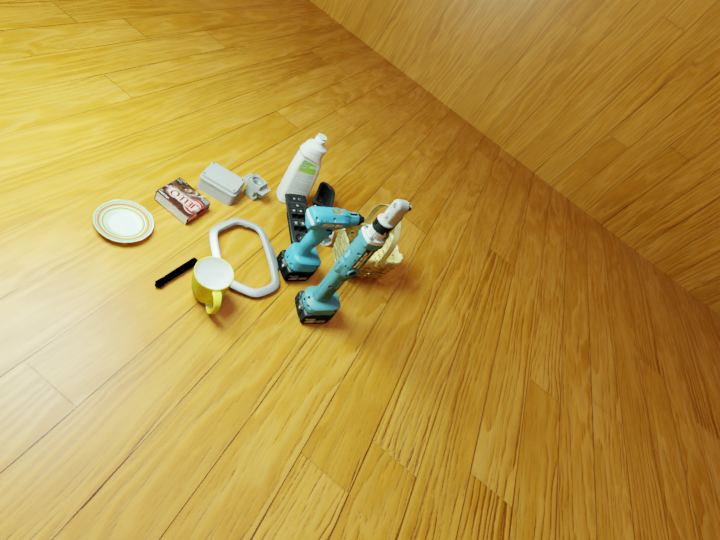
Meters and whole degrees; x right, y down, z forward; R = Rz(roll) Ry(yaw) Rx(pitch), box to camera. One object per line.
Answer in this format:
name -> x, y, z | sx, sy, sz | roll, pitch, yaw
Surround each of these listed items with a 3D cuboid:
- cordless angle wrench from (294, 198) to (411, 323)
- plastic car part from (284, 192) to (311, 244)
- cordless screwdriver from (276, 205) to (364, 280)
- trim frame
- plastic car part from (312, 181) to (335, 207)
cordless angle wrench -> -0.024, -0.013, 0.957 | 0.093, 0.425, 0.077 | 6, 52, -34
plastic car part -> -0.186, -0.133, 1.232 | 0.063, 0.067, 0.211 | 8, 48, -30
cordless screwdriver -> -0.106, -0.070, 1.088 | 0.152, 0.250, 0.077 | 0, 55, -37
trim frame -> -0.297, -0.038, 1.099 | 0.176, 0.027, 0.259 | -1, 53, -35
plastic car part -> -0.125, -0.221, 1.353 | 0.064, 0.071, 0.119 | 26, 42, -15
